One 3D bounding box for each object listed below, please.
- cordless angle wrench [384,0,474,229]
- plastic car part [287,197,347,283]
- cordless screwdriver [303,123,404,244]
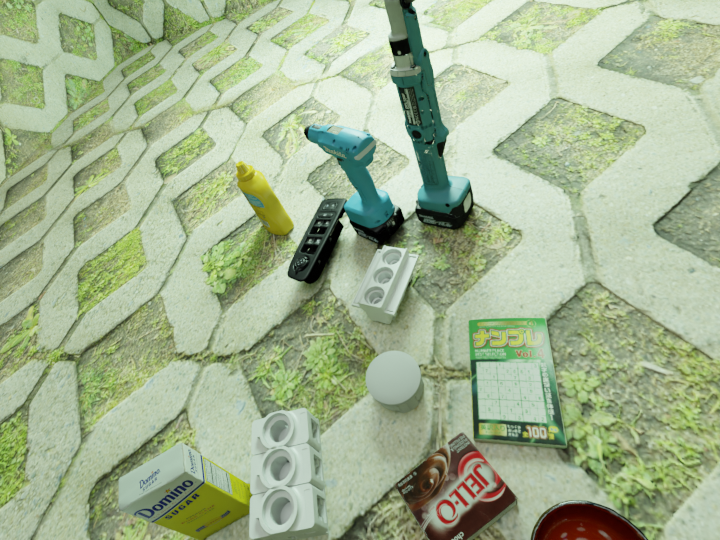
[{"bbox_3d":[0.104,-0.235,0.682,0.103,0.401,0.074,17,60,34],"label":"cordless angle wrench"},{"bbox_3d":[-0.084,-0.055,0.858,0.069,0.063,0.204,8,57,30],"label":"plastic car part"},{"bbox_3d":[-0.014,-0.168,0.799,0.074,0.236,0.168,-45,48,-16],"label":"cordless screwdriver"}]
